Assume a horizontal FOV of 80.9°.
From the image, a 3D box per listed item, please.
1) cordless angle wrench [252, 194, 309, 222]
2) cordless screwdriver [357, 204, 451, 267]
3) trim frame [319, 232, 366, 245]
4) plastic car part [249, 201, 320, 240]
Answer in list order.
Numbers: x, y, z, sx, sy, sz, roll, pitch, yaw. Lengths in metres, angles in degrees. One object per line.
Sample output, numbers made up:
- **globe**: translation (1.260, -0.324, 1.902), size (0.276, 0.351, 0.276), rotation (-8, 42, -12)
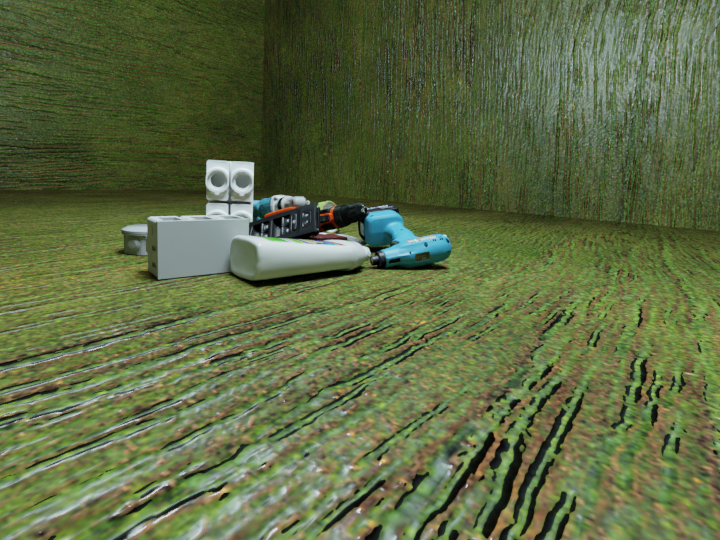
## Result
- **cordless angle wrench**: translation (-0.244, -0.160, 1.103), size (0.094, 0.074, 0.441), rotation (-3, 5, -30)
- **cordless screwdriver**: translation (0.057, -0.069, 0.896), size (0.156, 0.072, 0.260), rotation (-12, 25, -17)
- **trim frame**: translation (-0.095, -0.062, 0.971), size (0.193, 0.027, 0.240), rotation (11, 17, 30)
- **plastic car part**: translation (-0.162, -0.068, 0.796), size (0.208, 0.068, 0.064), rotation (-11, -24, 18)
